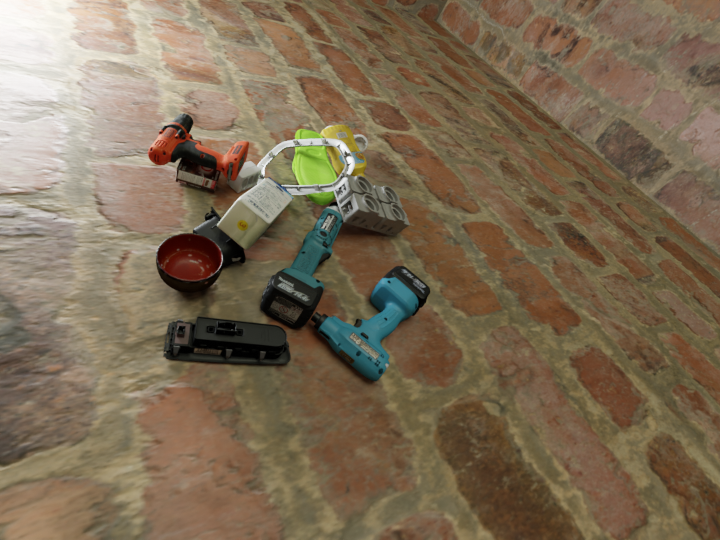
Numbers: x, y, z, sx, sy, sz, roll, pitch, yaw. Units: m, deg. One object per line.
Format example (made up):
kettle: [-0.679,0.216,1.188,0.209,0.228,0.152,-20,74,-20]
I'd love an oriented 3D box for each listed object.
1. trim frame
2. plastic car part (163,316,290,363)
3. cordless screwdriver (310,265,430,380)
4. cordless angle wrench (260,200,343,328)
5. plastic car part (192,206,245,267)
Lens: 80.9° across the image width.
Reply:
trim frame: [-0.136,-0.249,1.008,0.255,0.026,0.187,4,62,16]
plastic car part: [-0.204,0.108,0.682,0.195,0.067,0.069,12,37,-22]
cordless screwdriver: [0.024,0.079,0.825,0.162,0.074,0.245,36,45,8]
cordless angle wrench: [-0.089,-0.058,0.906,0.097,0.074,0.427,27,38,-6]
plastic car part: [-0.279,-0.051,0.807,0.069,0.065,0.120,-30,70,-29]
